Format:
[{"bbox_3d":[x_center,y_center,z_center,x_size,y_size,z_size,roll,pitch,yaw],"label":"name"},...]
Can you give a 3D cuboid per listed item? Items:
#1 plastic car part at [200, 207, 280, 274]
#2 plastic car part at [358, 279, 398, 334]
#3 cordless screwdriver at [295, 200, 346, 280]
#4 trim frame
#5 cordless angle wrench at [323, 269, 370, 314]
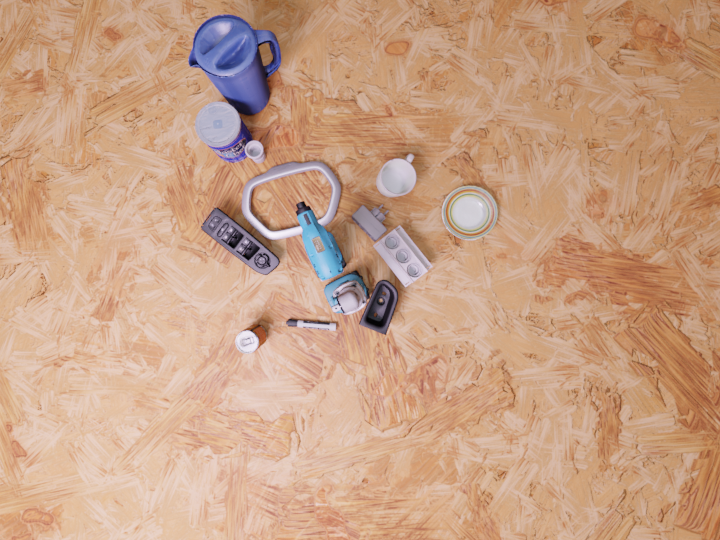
[{"bbox_3d":[-0.283,-0.063,1.016,0.205,0.066,0.066,38,88,5],"label":"plastic car part"},{"bbox_3d":[0.047,0.080,0.985,0.066,0.070,0.116,21,87,1],"label":"plastic car part"},{"bbox_3d":[-0.089,-0.059,0.915,0.074,0.248,0.160,-24,89,-2],"label":"cordless screwdriver"},{"bbox_3d":[-0.170,-0.177,1.038,0.249,0.027,0.185,-16,85,2],"label":"trim frame"},{"bbox_3d":[-0.024,0.048,0.816,0.098,0.421,0.075,-26,90,-2],"label":"cordless angle wrench"}]
